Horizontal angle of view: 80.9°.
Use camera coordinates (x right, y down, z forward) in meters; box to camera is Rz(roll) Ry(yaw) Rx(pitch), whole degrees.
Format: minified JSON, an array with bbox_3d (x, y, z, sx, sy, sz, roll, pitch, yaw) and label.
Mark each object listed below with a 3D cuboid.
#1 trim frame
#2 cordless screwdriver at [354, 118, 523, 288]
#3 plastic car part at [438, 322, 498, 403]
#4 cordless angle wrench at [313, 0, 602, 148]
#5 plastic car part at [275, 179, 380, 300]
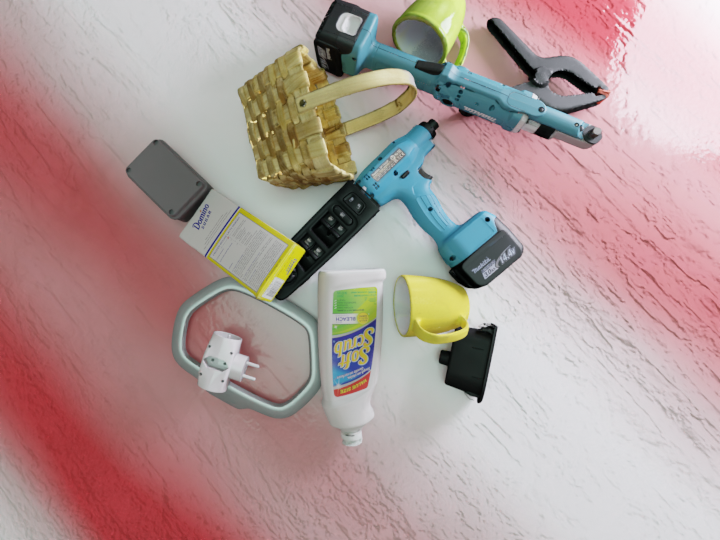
[{"bbox_3d":[-0.171,0.118,0.647,0.250,0.027,0.184,26,86,3],"label":"trim frame"},{"bbox_3d":[0.129,-0.101,0.630,0.159,0.073,0.253,-45,81,-2],"label":"cordless screwdriver"},{"bbox_3d":[0.153,0.128,0.617,0.073,0.064,0.116,15,89,17],"label":"plastic car part"},{"bbox_3d":[0.137,-0.271,0.619,0.430,0.096,0.074,26,87,8],"label":"cordless angle wrench"},{"bbox_3d":[-0.062,-0.041,0.633,0.203,0.066,0.068,-44,82,2],"label":"plastic car part"}]
